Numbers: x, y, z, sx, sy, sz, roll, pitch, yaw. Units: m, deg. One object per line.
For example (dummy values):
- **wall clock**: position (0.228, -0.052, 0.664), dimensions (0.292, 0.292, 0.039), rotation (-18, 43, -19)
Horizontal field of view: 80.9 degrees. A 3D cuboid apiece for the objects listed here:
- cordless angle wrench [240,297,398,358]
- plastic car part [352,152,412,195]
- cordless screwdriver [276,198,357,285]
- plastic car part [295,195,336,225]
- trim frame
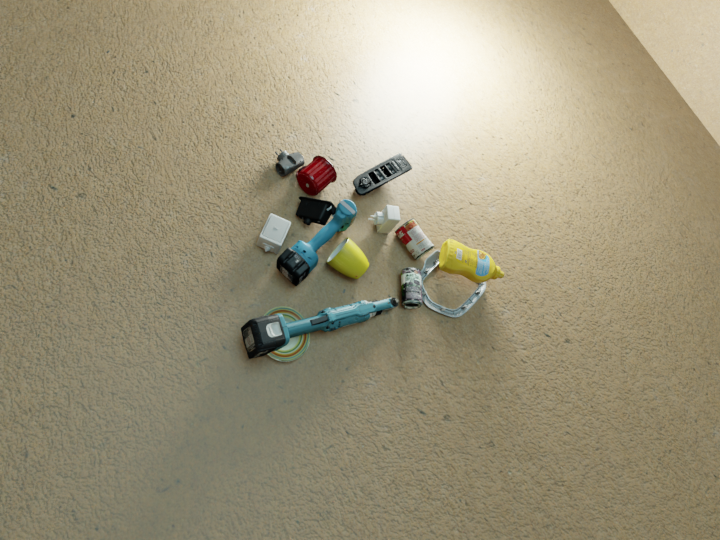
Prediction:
- **cordless angle wrench**: position (-0.075, 0.119, 1.024), dimensions (0.407, 0.099, 0.076), rotation (-11, 73, -33)
- **plastic car part**: position (0.056, -0.285, 1.288), dimensions (0.199, 0.068, 0.067), rotation (-32, 86, -24)
- **cordless screwdriver**: position (-0.108, -0.071, 1.107), dimensions (0.075, 0.158, 0.247), rotation (42, 75, 5)
- **plastic car part**: position (-0.128, -0.157, 1.163), dimensions (0.122, 0.062, 0.071), rotation (12, 71, 30)
- **trim frame**: position (0.264, 0.025, 1.220), dimensions (0.244, 0.027, 0.188), rotation (-38, 78, -27)
